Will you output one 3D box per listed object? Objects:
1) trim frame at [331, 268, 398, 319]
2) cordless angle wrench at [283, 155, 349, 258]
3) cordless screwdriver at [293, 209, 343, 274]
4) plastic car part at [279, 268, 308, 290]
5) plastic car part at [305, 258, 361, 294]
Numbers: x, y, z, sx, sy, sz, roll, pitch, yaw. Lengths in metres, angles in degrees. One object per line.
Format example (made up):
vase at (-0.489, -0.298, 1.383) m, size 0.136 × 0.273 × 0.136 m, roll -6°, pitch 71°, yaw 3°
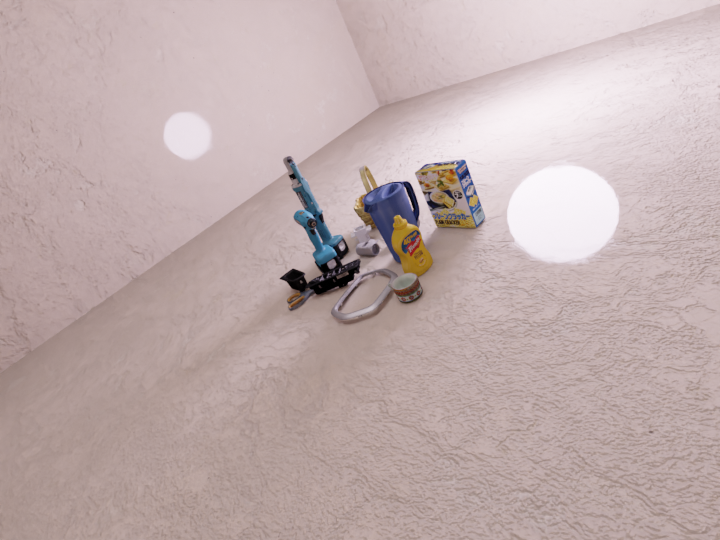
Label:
trim frame at (0.012, 0.069, 1.275) m, size 0.193 × 0.026 × 0.247 m, roll -4°, pitch 36°, yaw 40°
cordless angle wrench at (-0.174, -0.225, 1.541) m, size 0.102 × 0.408 × 0.073 m, roll -4°, pitch 32°, yaw 43°
cordless screwdriver at (-0.144, -0.094, 1.470) m, size 0.074 × 0.240 × 0.167 m, roll -32°, pitch 24°, yaw -12°
plastic car part at (-0.224, 0.042, 1.498) m, size 0.065 × 0.068 × 0.122 m, roll -38°, pitch 28°, yaw -22°
plastic car part at (-0.085, 0.027, 1.397) m, size 0.207 × 0.064 × 0.067 m, roll -19°, pitch 26°, yaw 17°
